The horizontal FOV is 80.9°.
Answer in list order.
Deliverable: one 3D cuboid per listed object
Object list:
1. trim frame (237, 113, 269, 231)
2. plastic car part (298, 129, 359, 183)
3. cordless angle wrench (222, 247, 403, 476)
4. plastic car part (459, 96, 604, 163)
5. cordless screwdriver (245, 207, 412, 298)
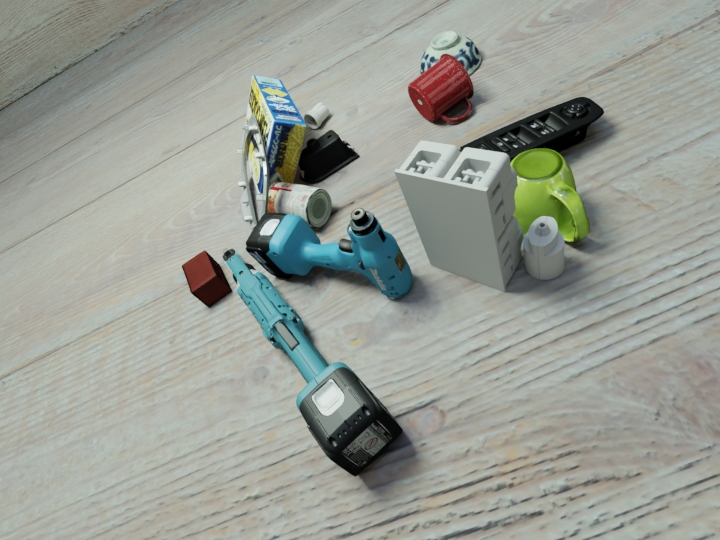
[{"bbox_3d":[-0.204,-0.176,0.789,0.026,0.182,0.259,-3,53,-25],"label":"trim frame"},{"bbox_3d":[-0.074,-0.223,0.806,0.116,0.067,0.069,-33,47,-3],"label":"plastic car part"},{"bbox_3d":[-0.110,0.077,0.593,0.074,0.093,0.448,-41,44,-8],"label":"cordless angle wrench"},{"bbox_3d":[0.251,-0.184,0.609,0.203,0.064,0.070,-28,40,0],"label":"plastic car part"},{"bbox_3d":[-0.059,-0.038,0.602,0.262,0.151,0.074,11,60,35],"label":"cordless screwdriver"}]
